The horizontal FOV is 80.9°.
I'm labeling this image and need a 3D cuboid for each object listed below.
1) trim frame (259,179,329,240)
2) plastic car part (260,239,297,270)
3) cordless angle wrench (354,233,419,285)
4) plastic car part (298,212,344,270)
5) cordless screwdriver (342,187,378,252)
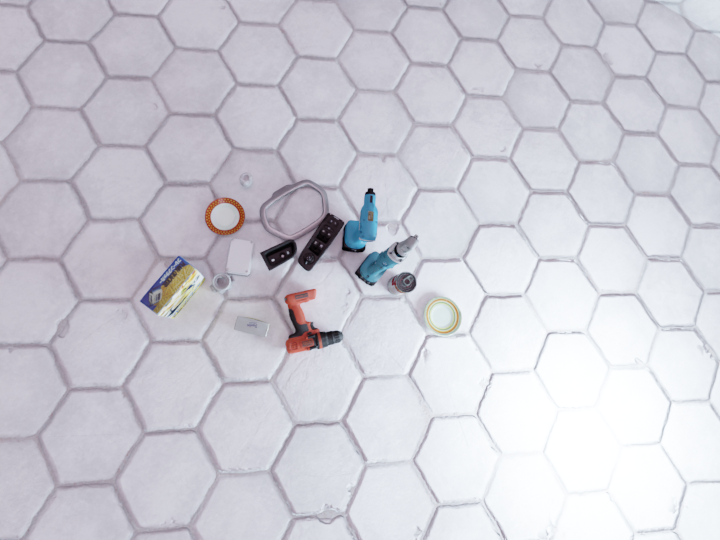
[{"bbox_3d":[-0.219,-0.205,1.420,0.246,0.027,0.186,-35,84,-14],"label":"trim frame"},{"bbox_3d":[-0.257,-0.049,1.357,0.115,0.071,0.067,-28,85,-14],"label":"plastic car part"},{"bbox_3d":[0.077,-0.032,1.216,0.074,0.425,0.098,39,75,-4],"label":"cordless angle wrench"},{"bbox_3d":[-0.135,-0.089,1.384,0.066,0.067,0.203,34,75,-3],"label":"plastic car part"},{"bbox_3d":[0.002,-0.148,1.323,0.073,0.250,0.161,7,79,-12],"label":"cordless screwdriver"}]
